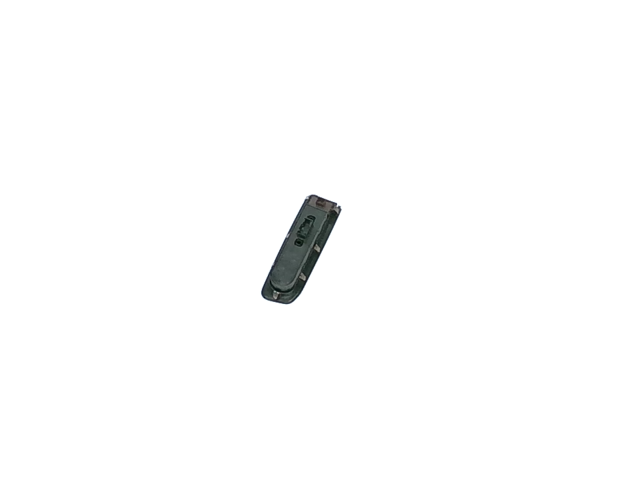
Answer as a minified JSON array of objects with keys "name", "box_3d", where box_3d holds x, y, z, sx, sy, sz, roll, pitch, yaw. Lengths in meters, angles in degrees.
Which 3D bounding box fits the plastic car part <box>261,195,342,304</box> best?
[{"name":"plastic car part","box_3d":[-0.028,0.008,0.683,0.066,0.202,0.067,25,-19,2]}]
